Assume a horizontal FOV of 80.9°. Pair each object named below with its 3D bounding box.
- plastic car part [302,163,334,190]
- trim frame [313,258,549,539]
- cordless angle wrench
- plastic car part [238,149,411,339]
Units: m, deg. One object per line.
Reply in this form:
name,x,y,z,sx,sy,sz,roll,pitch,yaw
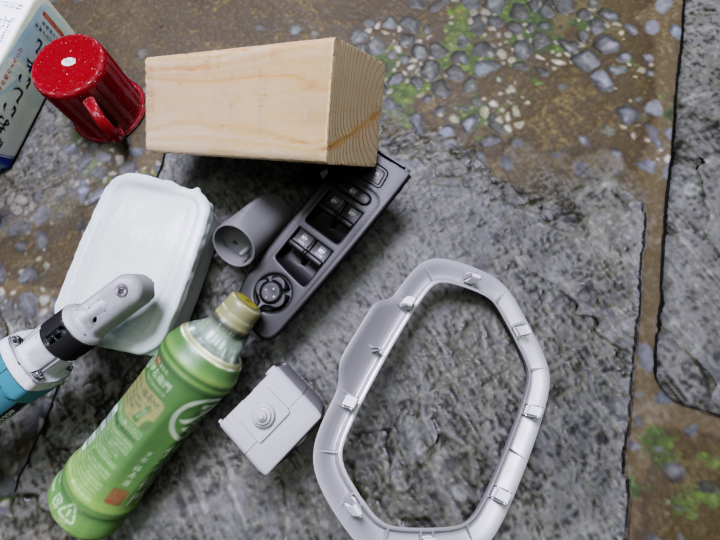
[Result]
plastic car part,-0.043,-0.155,0.445,0.065,0.070,0.119,-24,77,-6
trim frame,0.068,0.104,0.347,0.183,0.028,0.248,36,69,-2
cordless angle wrench,-0.342,0.133,0.341,0.423,0.097,0.075,-36,87,2
plastic car part,-0.040,-0.026,0.406,0.068,0.066,0.202,38,81,9
